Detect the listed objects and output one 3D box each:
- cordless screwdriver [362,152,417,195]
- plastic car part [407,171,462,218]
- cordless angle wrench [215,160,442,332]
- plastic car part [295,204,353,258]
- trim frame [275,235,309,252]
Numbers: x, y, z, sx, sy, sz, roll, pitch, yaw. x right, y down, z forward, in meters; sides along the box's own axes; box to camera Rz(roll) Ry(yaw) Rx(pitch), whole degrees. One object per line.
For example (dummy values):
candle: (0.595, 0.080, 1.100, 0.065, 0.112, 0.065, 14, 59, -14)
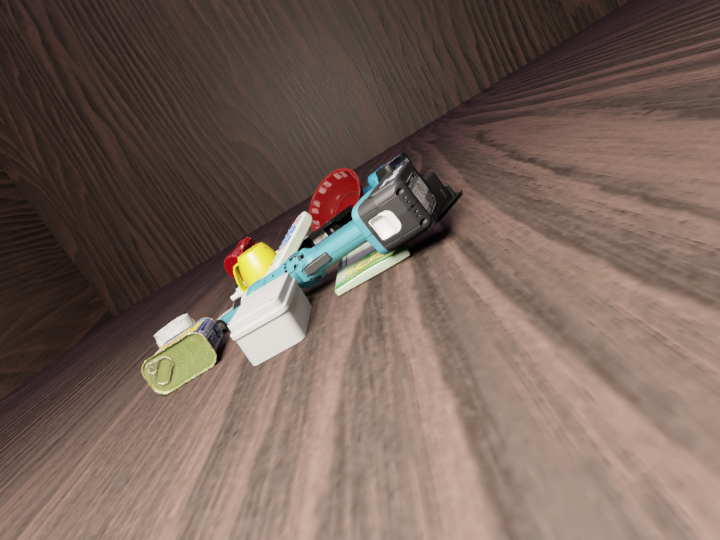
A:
cordless screwdriver: (0.030, -0.199, 1.039, 0.256, 0.073, 0.157, -23, 16, 43)
plastic car part: (0.091, -0.110, 0.636, 0.068, 0.070, 0.114, -21, 14, 45)
cordless angle wrench: (-0.083, -0.001, 0.617, 0.432, 0.073, 0.098, -31, 14, 33)
plastic car part: (-0.076, -0.050, 0.780, 0.209, 0.065, 0.066, -22, 23, 47)
trim frame: (-0.198, -0.024, 1.023, 0.185, 0.027, 0.253, -30, 17, 5)
